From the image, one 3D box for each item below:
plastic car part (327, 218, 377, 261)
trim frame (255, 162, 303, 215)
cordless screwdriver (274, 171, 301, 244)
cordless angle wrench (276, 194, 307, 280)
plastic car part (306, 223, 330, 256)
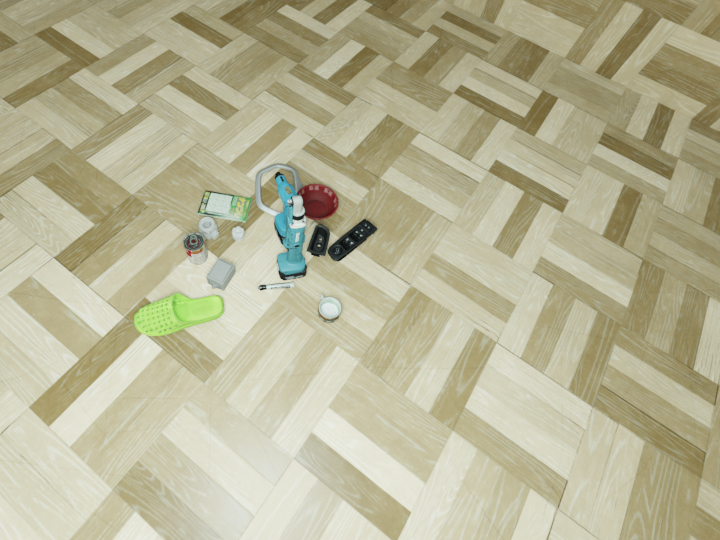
[{"bbox_3d":[-0.036,-0.099,1.493,0.200,0.066,0.068,-38,74,-24],"label":"plastic car part"},{"bbox_3d":[-0.307,-0.306,1.603,0.182,0.027,0.256,-4,61,-8],"label":"trim frame"},{"bbox_3d":[-0.253,-0.206,1.427,0.073,0.245,0.165,-19,67,-20],"label":"cordless screwdriver"},{"bbox_3d":[-0.199,-0.095,1.272,0.096,0.417,0.077,-9,66,-16],"label":"cordless angle wrench"},{"bbox_3d":[-0.144,-0.094,1.477,0.066,0.070,0.118,15,60,-1],"label":"plastic car part"}]
